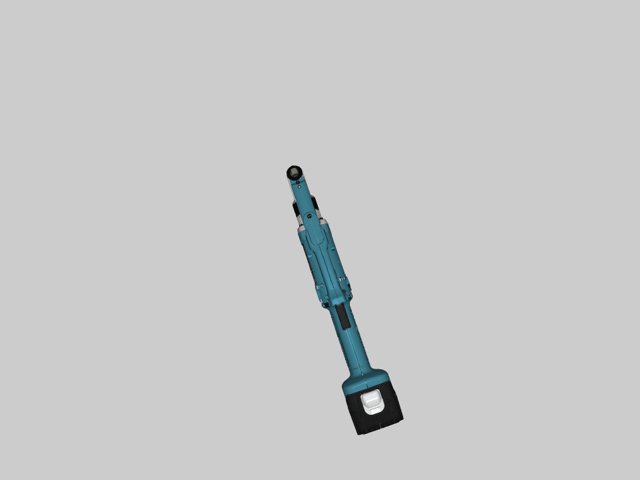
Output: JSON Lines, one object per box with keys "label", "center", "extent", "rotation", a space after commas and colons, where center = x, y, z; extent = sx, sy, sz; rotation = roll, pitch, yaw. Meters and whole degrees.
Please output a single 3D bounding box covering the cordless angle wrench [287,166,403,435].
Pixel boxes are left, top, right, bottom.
{"label": "cordless angle wrench", "center": [0.021, 0.080, 0.675], "extent": [0.074, 0.422, 0.098], "rotation": [-18, -7, -2]}
